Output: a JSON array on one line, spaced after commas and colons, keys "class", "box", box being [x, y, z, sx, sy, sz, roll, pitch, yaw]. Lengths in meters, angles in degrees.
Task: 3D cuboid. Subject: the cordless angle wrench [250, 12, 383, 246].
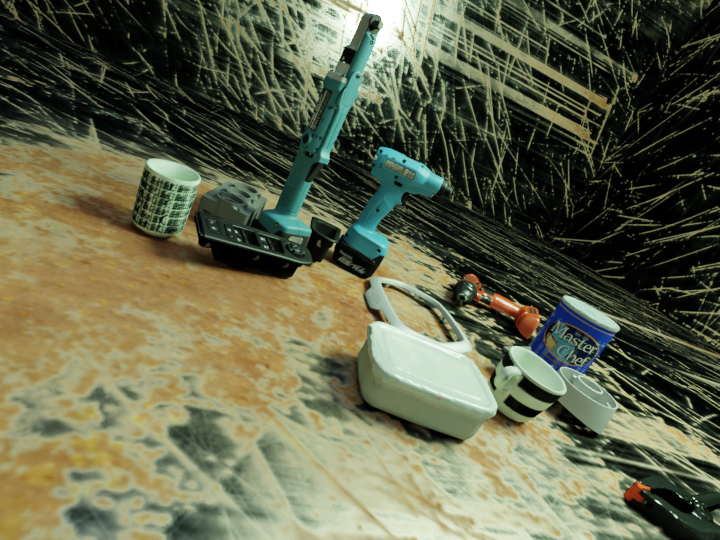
[{"class": "cordless angle wrench", "box": [-0.072, -0.211, 0.707, 0.070, 0.421, 0.104, 7, 27, -45]}]

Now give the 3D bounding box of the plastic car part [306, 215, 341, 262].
[{"class": "plastic car part", "box": [-0.080, -0.052, 0.814, 0.065, 0.070, 0.118, 24, 19, -8]}]

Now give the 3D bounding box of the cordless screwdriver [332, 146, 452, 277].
[{"class": "cordless screwdriver", "box": [0.056, -0.100, 0.835, 0.161, 0.247, 0.074, 28, 19, 4]}]

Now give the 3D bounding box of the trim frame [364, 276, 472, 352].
[{"class": "trim frame", "box": [0.097, 0.076, 0.762, 0.179, 0.027, 0.257, 19, 20, -16]}]

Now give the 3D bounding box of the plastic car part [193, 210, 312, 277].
[{"class": "plastic car part", "box": [-0.164, -0.029, 0.660, 0.193, 0.067, 0.070, 11, 24, -34]}]
